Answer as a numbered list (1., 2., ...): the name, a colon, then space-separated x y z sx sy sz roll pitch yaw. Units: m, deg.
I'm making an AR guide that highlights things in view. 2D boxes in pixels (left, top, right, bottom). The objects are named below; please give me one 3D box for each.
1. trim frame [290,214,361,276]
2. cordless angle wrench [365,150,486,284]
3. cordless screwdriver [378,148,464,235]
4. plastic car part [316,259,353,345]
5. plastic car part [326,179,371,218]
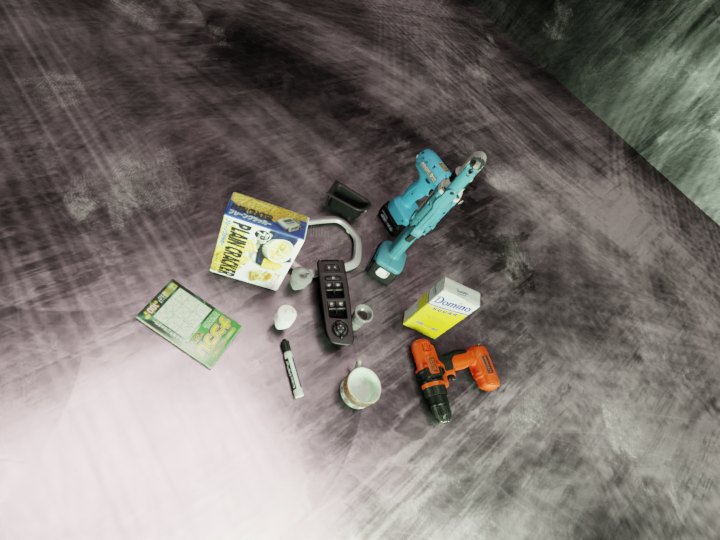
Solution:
1. trim frame: -0.104 -0.068 1.060 0.240 0.027 0.191 -13 63 -30
2. cordless angle wrench: 0.138 -0.110 0.937 0.074 0.424 0.098 32 51 -6
3. cordless screwdriver: 0.156 -0.177 1.103 0.072 0.249 0.164 -18 69 -35
4. plastic car part: -0.062 0.076 0.951 0.064 0.067 0.210 3 56 -24
5. plastic car part: -0.039 -0.177 1.135 0.117 0.071 0.066 33 51 -1
